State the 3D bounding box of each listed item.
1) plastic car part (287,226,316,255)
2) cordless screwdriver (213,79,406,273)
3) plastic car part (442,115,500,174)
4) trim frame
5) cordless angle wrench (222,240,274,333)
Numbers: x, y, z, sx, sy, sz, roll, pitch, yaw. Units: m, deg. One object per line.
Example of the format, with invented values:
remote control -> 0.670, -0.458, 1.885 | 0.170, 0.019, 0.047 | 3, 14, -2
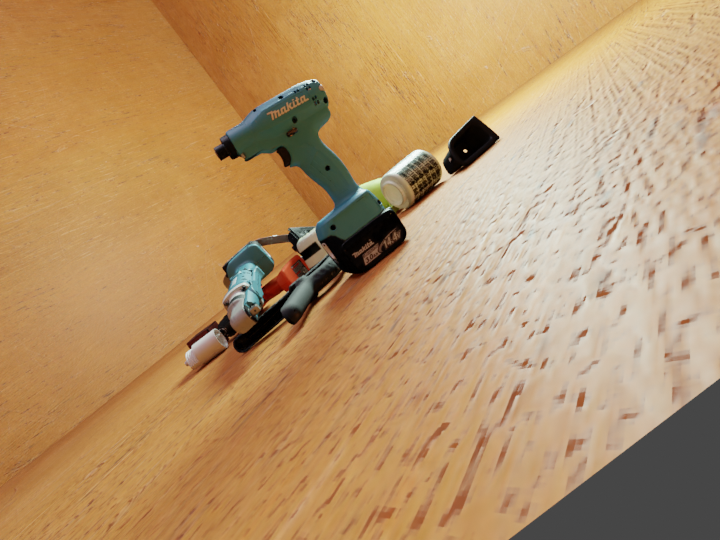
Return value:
plastic car part -> -0.093, -0.061, 0.955 | 0.196, 0.069, 0.067 | -19, -39, -58
cordless screwdriver -> -0.063, -0.106, 0.547 | 0.158, 0.248, 0.075 | -33, 3, -8
plastic car part -> 0.195, -0.226, 0.803 | 0.115, 0.067, 0.070 | -44, -7, -22
trim frame -> -0.220, -0.006, 1.014 | 0.174, 0.029, 0.250 | 15, -50, -38
cordless angle wrench -> -0.195, 0.025, 0.722 | 0.098, 0.072, 0.434 | -42, 17, -2
